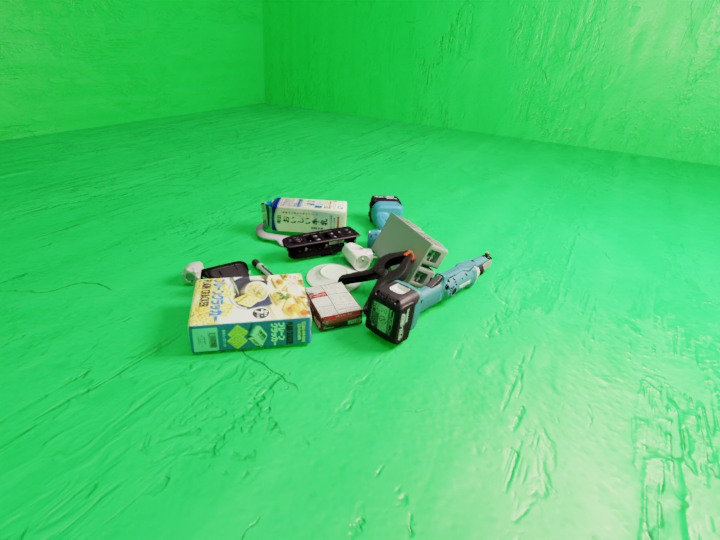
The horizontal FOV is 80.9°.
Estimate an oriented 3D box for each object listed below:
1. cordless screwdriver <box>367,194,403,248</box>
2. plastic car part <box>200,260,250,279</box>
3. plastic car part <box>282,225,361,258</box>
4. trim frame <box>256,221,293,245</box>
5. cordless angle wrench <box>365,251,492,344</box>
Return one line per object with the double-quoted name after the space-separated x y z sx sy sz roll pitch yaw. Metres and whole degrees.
0.098 -0.132 1.204 0.160 0.072 0.255 3 32 0 "cordless screwdriver"
-0.279 0.027 0.914 0.112 0.065 0.075 -15 48 -35 "plastic car part"
-0.105 -0.069 1.076 0.196 0.065 0.070 -8 37 -24 "plastic car part"
-0.174 -0.112 1.198 0.252 0.027 0.186 7 28 6 "trim frame"
0.176 0.033 0.903 0.078 0.096 0.408 26 32 36 "cordless angle wrench"
